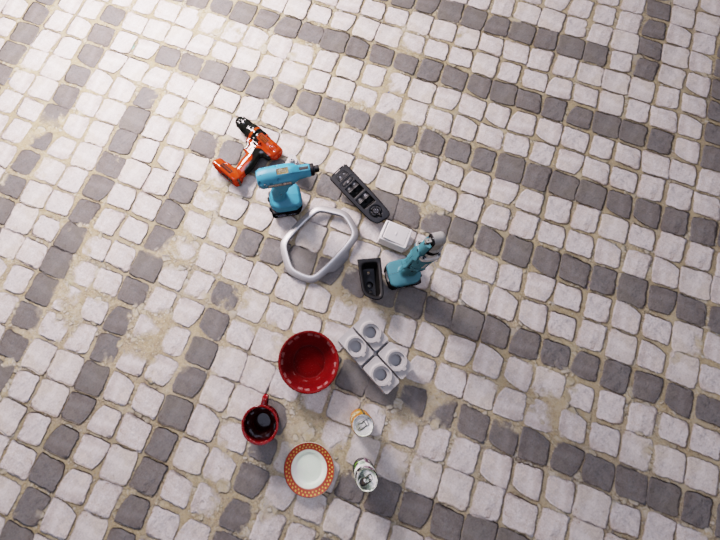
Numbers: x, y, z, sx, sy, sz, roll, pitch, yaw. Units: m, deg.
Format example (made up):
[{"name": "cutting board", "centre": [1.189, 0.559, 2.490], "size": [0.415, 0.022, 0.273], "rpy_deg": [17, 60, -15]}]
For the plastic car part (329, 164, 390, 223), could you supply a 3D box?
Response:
[{"name": "plastic car part", "centre": [-0.002, -0.215, 1.246], "size": [0.066, 0.066, 0.207], "rpy_deg": [-42, 80, -10]}]

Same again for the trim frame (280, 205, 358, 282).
[{"name": "trim frame", "centre": [-0.120, -0.079, 1.232], "size": [0.188, 0.027, 0.247], "rpy_deg": [41, 79, 10]}]

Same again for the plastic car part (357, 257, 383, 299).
[{"name": "plastic car part", "centre": [0.027, 0.029, 1.181], "size": [0.066, 0.070, 0.118], "rpy_deg": [-5, 77, -4]}]

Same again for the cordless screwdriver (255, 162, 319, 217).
[{"name": "cordless screwdriver", "centre": [-0.191, -0.224, 1.157], "size": [0.158, 0.246, 0.075], "rpy_deg": [-11, 80, -6]}]

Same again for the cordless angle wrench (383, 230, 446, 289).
[{"name": "cordless angle wrench", "centre": [0.135, -0.024, 1.016], "size": [0.097, 0.419, 0.075], "rpy_deg": [-11, 80, -7]}]
